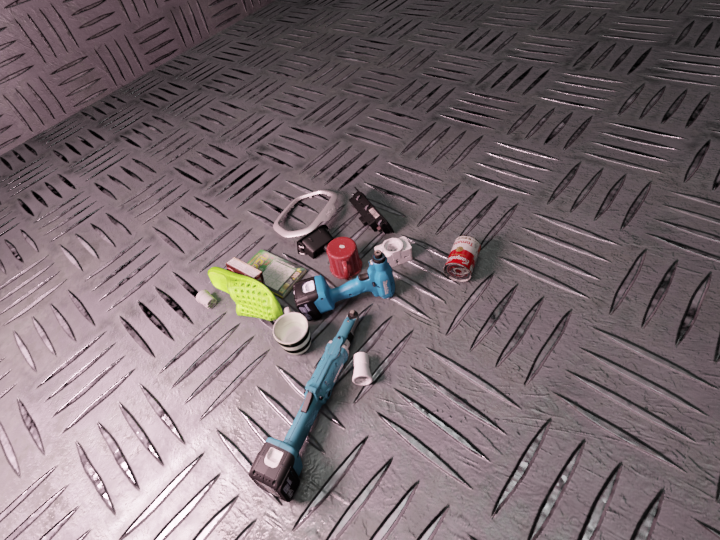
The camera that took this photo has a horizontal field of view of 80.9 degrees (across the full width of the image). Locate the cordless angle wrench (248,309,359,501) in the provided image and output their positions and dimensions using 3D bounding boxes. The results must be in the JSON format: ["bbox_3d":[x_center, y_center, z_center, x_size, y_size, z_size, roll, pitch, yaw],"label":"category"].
[{"bbox_3d":[-0.092,0.257,0.911,0.077,0.094,0.424,11,50,21],"label":"cordless angle wrench"}]

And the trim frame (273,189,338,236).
[{"bbox_3d":[-0.168,-0.180,1.315,0.192,0.026,0.248,3,42,29],"label":"trim frame"}]

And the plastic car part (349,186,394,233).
[{"bbox_3d":[0.023,-0.174,1.265,0.067,0.062,0.213,-41,49,12],"label":"plastic car part"}]

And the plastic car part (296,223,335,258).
[{"bbox_3d":[-0.120,-0.078,1.222,0.115,0.064,0.074,-35,66,-20],"label":"plastic car part"}]

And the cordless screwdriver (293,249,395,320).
[{"bbox_3d":[-0.043,0.033,1.038,0.250,0.152,0.077,-15,48,4],"label":"cordless screwdriver"}]
